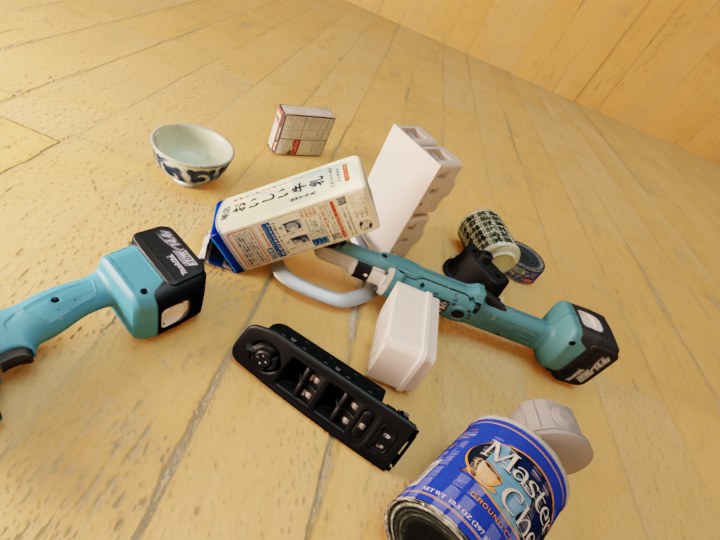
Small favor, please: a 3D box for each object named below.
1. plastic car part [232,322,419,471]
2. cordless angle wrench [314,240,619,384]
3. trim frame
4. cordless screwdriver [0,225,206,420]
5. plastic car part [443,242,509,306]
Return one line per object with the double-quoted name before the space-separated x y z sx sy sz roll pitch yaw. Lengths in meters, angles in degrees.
"plastic car part" -0.039 0.115 0.446 0.206 0.066 0.066 30 29 6
"cordless angle wrench" 0.135 0.041 0.586 0.420 0.097 0.075 21 39 -4
"trim frame" -0.063 -0.041 0.641 0.177 0.027 0.261 -1 43 -26
"cordless screwdriver" -0.263 0.054 0.396 0.241 0.073 0.166 -24 59 -38
"plastic car part" 0.191 0.003 0.683 0.063 0.070 0.122 -5 51 -35
